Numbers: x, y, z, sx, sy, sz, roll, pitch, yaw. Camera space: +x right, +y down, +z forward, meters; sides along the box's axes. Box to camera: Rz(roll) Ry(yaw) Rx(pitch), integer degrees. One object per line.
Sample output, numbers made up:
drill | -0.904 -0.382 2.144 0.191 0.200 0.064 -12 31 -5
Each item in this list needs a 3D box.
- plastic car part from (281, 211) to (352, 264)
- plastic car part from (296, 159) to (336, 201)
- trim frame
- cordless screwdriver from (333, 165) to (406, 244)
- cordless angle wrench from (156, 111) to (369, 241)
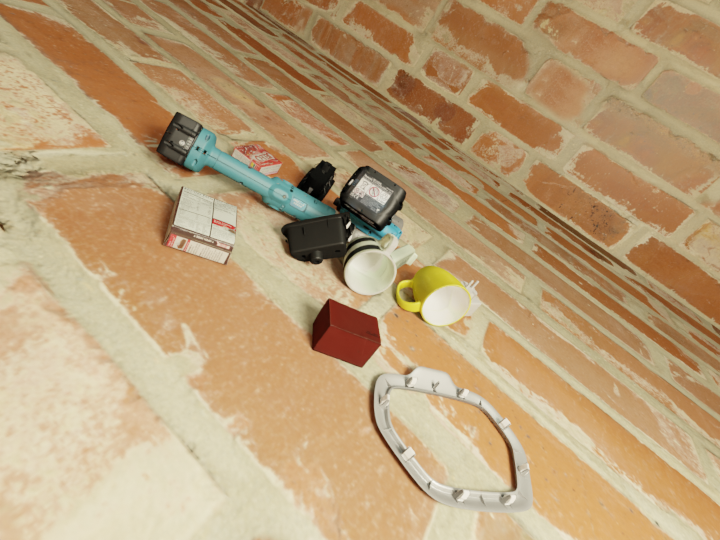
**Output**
plastic car part | -0.068 -0.044 0.690 0.117 0.063 0.074 -12 55 0
plastic car part | -0.090 -0.206 0.949 0.065 0.067 0.205 37 30 -11
trim frame | 0.122 0.206 0.539 0.239 0.027 0.192 17 31 -24
cordless screwdriver | 0.005 -0.119 0.792 0.163 0.074 0.243 35 -5 10
cordless angle wrench | -0.147 -0.137 0.761 0.408 0.074 0.101 28 2 -19
